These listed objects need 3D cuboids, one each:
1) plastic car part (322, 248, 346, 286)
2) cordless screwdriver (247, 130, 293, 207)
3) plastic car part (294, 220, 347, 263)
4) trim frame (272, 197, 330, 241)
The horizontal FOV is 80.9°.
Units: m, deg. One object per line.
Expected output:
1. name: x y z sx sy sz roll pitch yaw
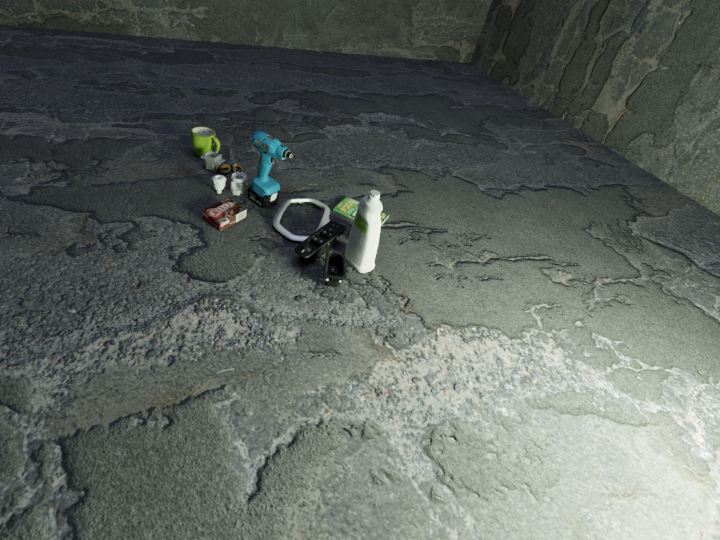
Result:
1. plastic car part: -0.077 0.002 1.209 0.065 0.069 0.120 8 40 -7
2. cordless screwdriver: -0.299 -0.323 1.406 0.166 0.244 0.073 34 43 22
3. plastic car part: -0.127 -0.083 1.301 0.069 0.066 0.199 31 43 20
4. trim frame: -0.192 -0.175 1.424 0.186 0.027 0.252 13 40 3
